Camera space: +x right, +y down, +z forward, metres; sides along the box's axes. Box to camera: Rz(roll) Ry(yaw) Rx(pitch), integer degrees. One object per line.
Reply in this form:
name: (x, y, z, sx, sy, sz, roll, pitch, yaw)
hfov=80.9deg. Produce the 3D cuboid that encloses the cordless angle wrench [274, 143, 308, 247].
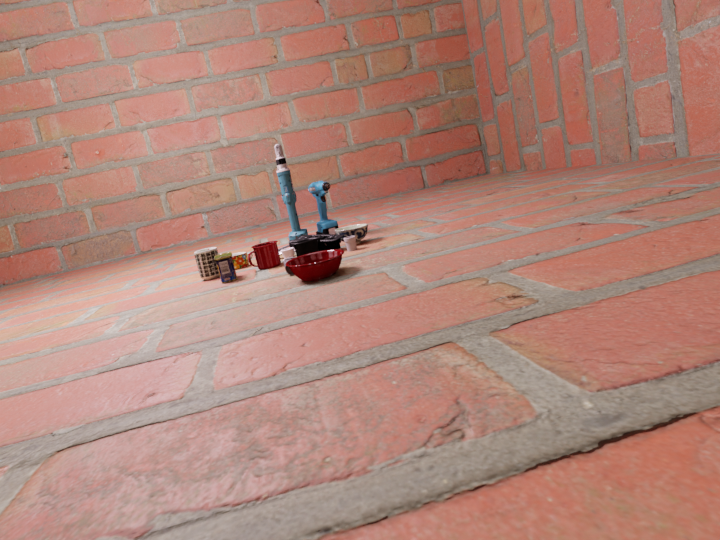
cordless angle wrench: (-0.281, -0.289, 1.671, 0.075, 0.418, 0.098, -11, 8, 5)

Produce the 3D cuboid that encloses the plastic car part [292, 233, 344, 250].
plastic car part: (-0.147, -0.096, 1.505, 0.212, 0.066, 0.064, -3, 14, 37)

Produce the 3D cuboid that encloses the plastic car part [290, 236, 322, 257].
plastic car part: (-0.182, -0.070, 1.415, 0.069, 0.070, 0.113, -4, 14, 37)

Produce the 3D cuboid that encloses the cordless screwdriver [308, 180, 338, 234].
cordless screwdriver: (-0.139, -0.235, 1.692, 0.072, 0.246, 0.165, -16, 10, -24)

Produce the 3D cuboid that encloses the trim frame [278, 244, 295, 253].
trim frame: (-0.259, -0.088, 1.666, 0.189, 0.027, 0.245, -8, 13, 19)
